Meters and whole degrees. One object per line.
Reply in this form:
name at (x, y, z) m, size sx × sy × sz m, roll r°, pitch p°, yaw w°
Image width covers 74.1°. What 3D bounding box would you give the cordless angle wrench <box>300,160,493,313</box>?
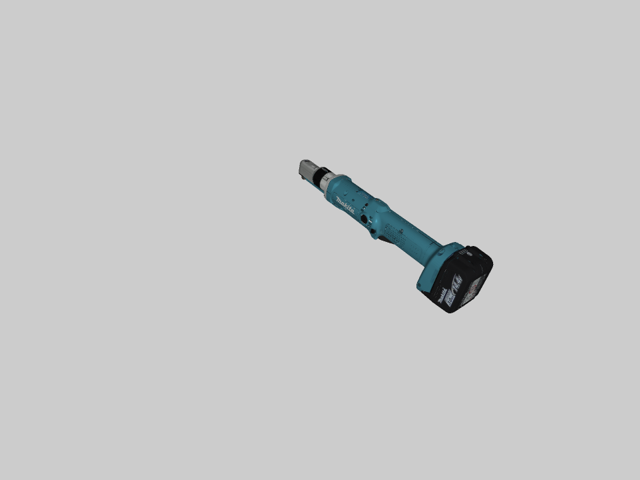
cordless angle wrench at (0.096, -0.041, 0.753) m, size 0.074 × 0.098 × 0.422 m, roll -21°, pitch 48°, yaw -36°
